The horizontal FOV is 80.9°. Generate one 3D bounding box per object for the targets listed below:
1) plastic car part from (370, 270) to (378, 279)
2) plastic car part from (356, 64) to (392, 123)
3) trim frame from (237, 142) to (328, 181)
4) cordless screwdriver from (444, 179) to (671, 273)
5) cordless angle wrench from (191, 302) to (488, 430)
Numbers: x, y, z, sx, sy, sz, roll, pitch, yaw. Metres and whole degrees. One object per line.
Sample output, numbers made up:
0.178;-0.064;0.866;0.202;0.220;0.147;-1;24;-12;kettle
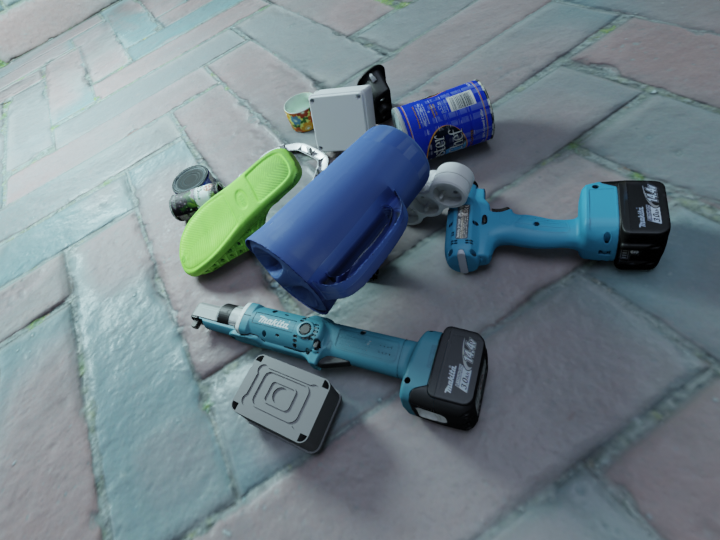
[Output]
-0.064;-0.042;0.659;0.211;0.063;0.067;7;43;24;plastic car part
0.035;-0.326;0.811;0.066;0.113;0.073;-26;75;-1;plastic car part
-0.161;-0.162;0.807;0.191;0.026;0.251;3;58;24;trim frame
0.244;-0.075;0.562;0.258;0.070;0.162;-1;54;24;cordless screwdriver
-0.063;0.092;0.556;0.442;0.070;0.098;9;58;28;cordless angle wrench
